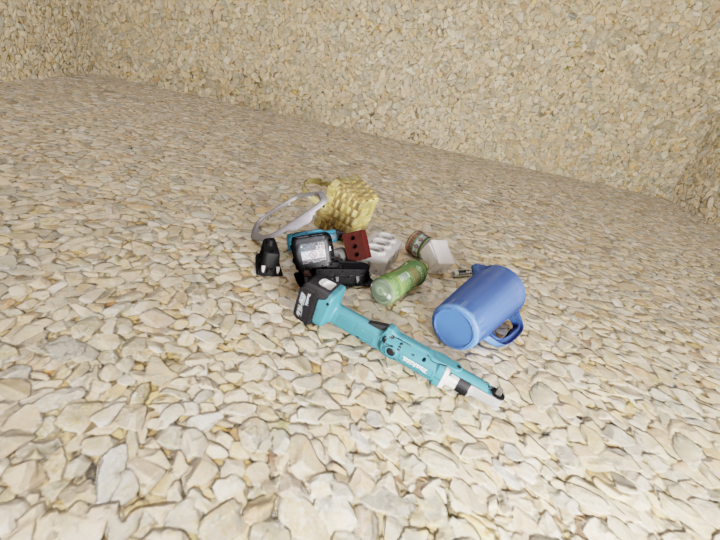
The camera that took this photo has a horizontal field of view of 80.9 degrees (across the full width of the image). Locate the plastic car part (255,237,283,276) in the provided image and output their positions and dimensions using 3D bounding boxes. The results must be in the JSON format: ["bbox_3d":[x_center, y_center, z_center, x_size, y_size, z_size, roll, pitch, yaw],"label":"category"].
[{"bbox_3d":[-0.228,-0.044,1.059,0.064,0.070,0.122,5,31,-19],"label":"plastic car part"}]

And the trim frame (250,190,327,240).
[{"bbox_3d":[-0.204,-0.156,1.202,0.245,0.026,0.194,-36,33,-16],"label":"trim frame"}]

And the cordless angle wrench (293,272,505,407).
[{"bbox_3d":[0.066,0.143,0.824,0.438,0.096,0.073,27,30,18],"label":"cordless angle wrench"}]

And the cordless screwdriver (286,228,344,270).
[{"bbox_3d":[-0.103,-0.068,1.057,0.158,0.073,0.254,-10,13,-7],"label":"cordless screwdriver"}]

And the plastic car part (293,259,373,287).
[{"bbox_3d":[-0.059,0.004,1.051,0.196,0.066,0.069,4,20,-21],"label":"plastic car part"}]
